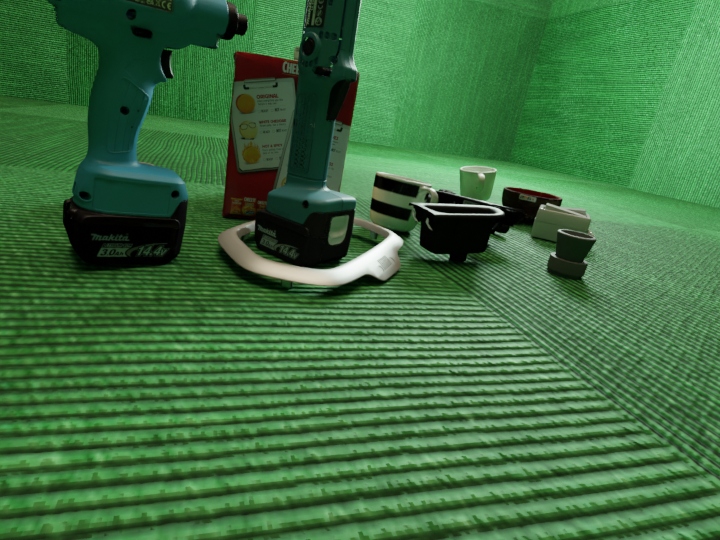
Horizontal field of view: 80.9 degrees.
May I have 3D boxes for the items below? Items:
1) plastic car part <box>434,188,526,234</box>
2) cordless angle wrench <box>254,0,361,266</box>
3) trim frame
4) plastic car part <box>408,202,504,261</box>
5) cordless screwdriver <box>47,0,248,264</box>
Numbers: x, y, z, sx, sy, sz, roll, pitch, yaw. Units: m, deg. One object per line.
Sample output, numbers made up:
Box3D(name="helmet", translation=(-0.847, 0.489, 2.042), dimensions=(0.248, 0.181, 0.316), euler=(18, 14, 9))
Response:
Box3D(name="plastic car part", translation=(0.176, -0.099, 0.706), dimensions=(0.064, 0.066, 0.212), euler=(2, 20, -22))
Box3D(name="cordless angle wrench", translation=(-0.033, -0.215, 0.420), dimensions=(0.103, 0.417, 0.071), euler=(23, 21, 34))
Box3D(name="trim frame", translation=(-0.047, -0.031, 0.483), dimensions=(0.192, 0.027, 0.242), euler=(16, 21, 21))
Box3D(name="plastic car part", translation=(0.122, -0.047, 0.534), dimensions=(0.113, 0.070, 0.069), euler=(3, 20, -18))
Box3D(name="cordless screwdriver", translation=(-0.186, -0.132, 0.383), dimensions=(0.152, 0.245, 0.079), euler=(-5, 23, -39))
